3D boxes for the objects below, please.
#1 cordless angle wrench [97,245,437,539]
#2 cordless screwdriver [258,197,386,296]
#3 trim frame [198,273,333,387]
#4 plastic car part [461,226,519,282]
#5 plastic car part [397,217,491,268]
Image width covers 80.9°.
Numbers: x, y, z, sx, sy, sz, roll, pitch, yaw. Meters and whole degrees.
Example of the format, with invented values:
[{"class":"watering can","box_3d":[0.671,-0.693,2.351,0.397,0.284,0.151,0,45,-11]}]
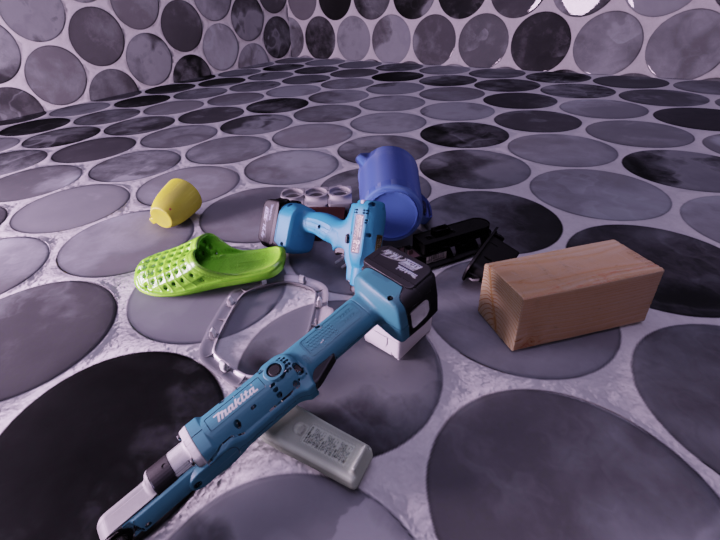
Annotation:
[{"class":"cordless angle wrench","box_3d":[-0.085,0.124,0.464,0.417,0.071,0.104,-38,46,-22]},{"class":"cordless screwdriver","box_3d":[-0.072,-0.047,0.734,0.262,0.159,0.071,11,4,39]},{"class":"trim frame","box_3d":[-0.134,0.075,0.633,0.187,0.027,0.252,2,33,7]},{"class":"plastic car part","box_3d":[0.220,-0.008,0.694,0.073,0.064,0.115,28,46,18]},{"class":"plastic car part","box_3d":[0.157,-0.054,0.764,0.198,0.065,0.070,-13,27,-18]}]
